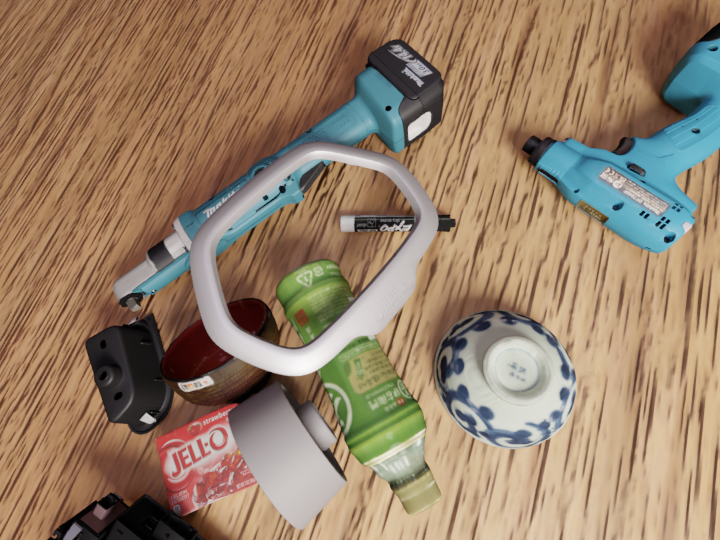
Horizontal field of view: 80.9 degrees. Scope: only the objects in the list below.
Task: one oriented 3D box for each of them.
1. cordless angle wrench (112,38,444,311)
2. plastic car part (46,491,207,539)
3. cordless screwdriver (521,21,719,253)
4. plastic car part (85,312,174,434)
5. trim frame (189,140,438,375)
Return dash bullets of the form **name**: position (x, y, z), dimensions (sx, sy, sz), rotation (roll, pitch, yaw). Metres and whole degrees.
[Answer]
- **cordless angle wrench**: position (-0.101, -0.095, 0.476), dimensions (0.422, 0.071, 0.102), rotation (-36, 68, -1)
- **plastic car part**: position (-0.148, 0.246, 0.345), dimensions (0.208, 0.065, 0.067), rotation (32, 86, 12)
- **cordless screwdriver**: position (0.300, -0.152, 0.418), dimensions (0.248, 0.071, 0.166), rotation (-45, 69, -4)
- **plastic car part**: position (-0.238, 0.102, 0.426), dimensions (0.066, 0.068, 0.121), rotation (-30, 65, -2)
- **trim frame**: position (-0.038, -0.025, 0.384), dimensions (0.189, 0.027, 0.246), rotation (37, 65, 13)
